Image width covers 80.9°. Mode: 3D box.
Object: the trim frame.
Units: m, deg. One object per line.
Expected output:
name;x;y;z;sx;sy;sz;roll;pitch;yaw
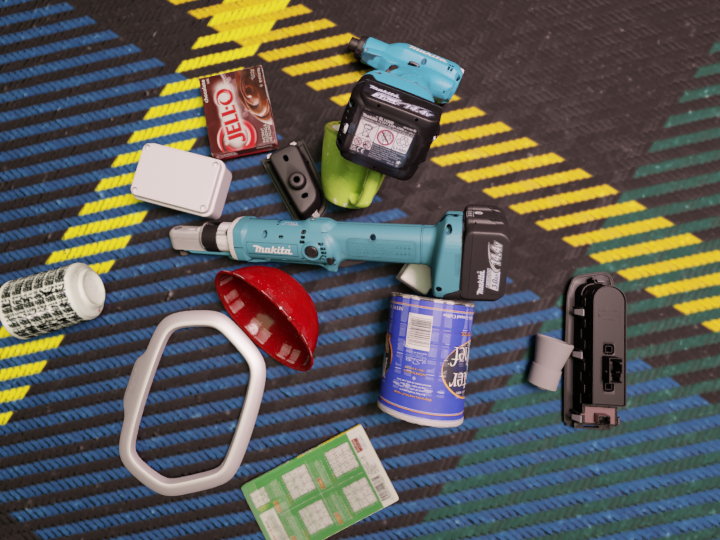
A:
trim frame;-0.228;0.175;0.567;0.185;0.027;0.249;16;88;2

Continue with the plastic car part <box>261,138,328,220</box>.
plastic car part;-0.084;-0.120;0.563;0.066;0.070;0.118;-27;83;0

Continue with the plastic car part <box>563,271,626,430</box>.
plastic car part;0.300;0.102;0.536;0.067;0.066;0.204;2;83;7

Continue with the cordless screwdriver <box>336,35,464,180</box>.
cordless screwdriver;0.031;-0.217;0.505;0.160;0.073;0.250;23;44;1

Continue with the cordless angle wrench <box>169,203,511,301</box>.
cordless angle wrench;-0.051;-0.033;0.520;0.435;0.074;0.095;4;120;16
